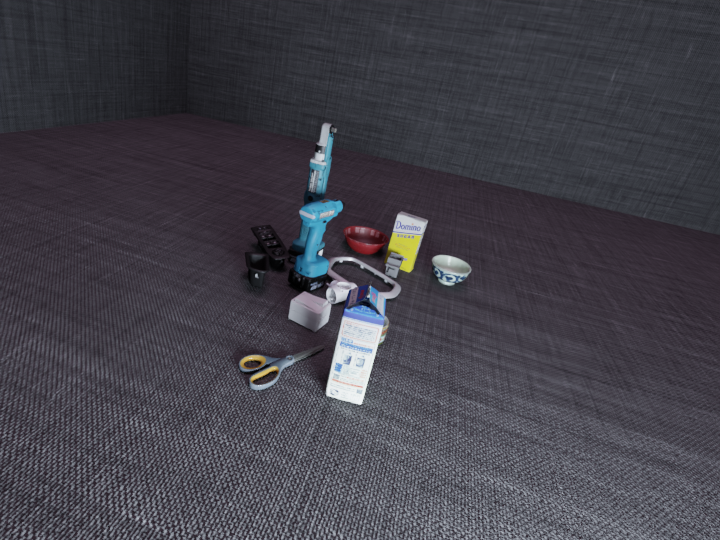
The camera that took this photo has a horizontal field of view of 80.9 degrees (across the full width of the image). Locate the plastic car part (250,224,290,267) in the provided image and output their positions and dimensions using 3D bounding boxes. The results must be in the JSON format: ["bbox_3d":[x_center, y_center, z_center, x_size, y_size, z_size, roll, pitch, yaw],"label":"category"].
[{"bbox_3d":[-0.275,-0.070,1.283,0.064,0.066,0.215,-4,29,-31],"label":"plastic car part"}]

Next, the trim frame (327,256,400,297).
[{"bbox_3d":[0.002,0.019,1.247,0.262,0.027,0.177,29,31,34],"label":"trim frame"}]

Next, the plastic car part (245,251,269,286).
[{"bbox_3d":[-0.277,0.004,1.125,0.064,0.070,0.121,4,26,-16],"label":"plastic car part"}]

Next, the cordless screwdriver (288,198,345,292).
[{"bbox_3d":[-0.112,-0.073,1.143,0.078,0.245,0.154,26,28,27],"label":"cordless screwdriver"}]

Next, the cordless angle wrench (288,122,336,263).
[{"bbox_3d":[-0.132,-0.211,1.220,0.101,0.416,0.073,21,25,17],"label":"cordless angle wrench"}]
